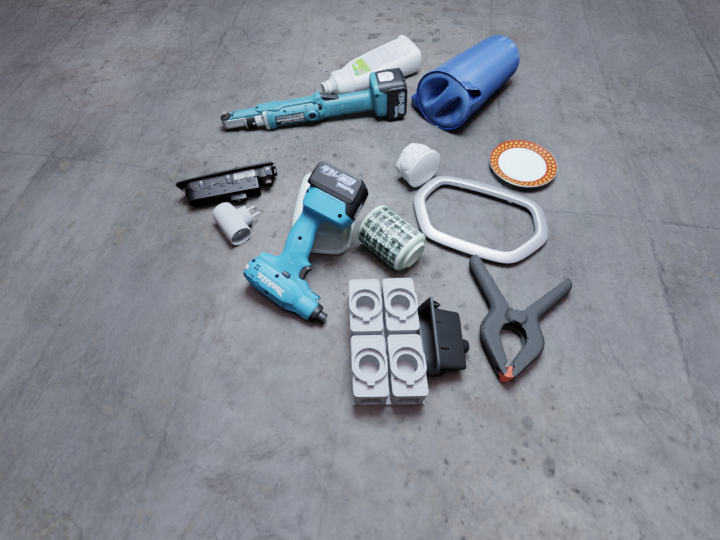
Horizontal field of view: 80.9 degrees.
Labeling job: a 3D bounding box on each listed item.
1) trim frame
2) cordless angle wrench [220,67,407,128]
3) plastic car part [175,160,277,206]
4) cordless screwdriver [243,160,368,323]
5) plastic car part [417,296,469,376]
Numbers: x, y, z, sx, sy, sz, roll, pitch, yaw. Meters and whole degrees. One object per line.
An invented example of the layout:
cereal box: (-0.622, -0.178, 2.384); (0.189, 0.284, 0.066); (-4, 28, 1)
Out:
trim frame: (0.223, -0.103, 0.800); (0.257, 0.026, 0.185); (18, 61, 17)
cordless angle wrench: (-0.111, -0.372, 0.967); (0.425, 0.094, 0.077); (-8, 58, 3)
plastic car part: (-0.269, -0.169, 0.861); (0.202, 0.066, 0.068); (-8, 84, -3)
cordless screwdriver: (-0.069, -0.045, 0.706); (0.162, 0.073, 0.249); (35, 94, 9)
plastic car part: (0.131, 0.108, 0.655); (0.069, 0.065, 0.120); (3, 60, -14)
